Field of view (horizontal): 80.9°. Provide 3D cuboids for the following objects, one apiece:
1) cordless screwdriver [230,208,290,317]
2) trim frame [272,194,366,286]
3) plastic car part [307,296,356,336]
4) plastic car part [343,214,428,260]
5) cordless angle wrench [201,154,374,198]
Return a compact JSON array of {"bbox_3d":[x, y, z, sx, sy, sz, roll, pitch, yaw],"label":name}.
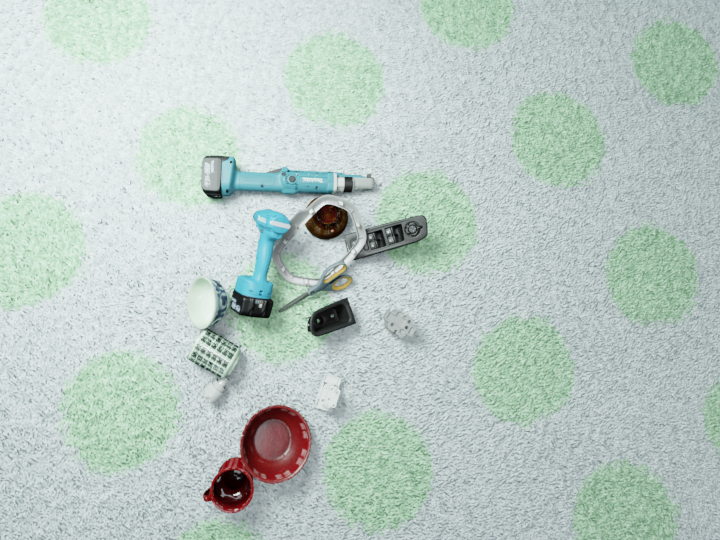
[{"bbox_3d":[-0.241,-0.023,0.993,0.071,0.167,0.248,13,95,-33],"label":"cordless screwdriver"},{"bbox_3d":[-0.099,-0.065,1.010,0.179,0.028,0.249,41,103,-15],"label":"trim frame"},{"bbox_3d":[-0.082,0.116,1.008,0.113,0.072,0.066,-18,87,-25],"label":"plastic car part"},{"bbox_3d":[0.067,-0.079,1.036,0.207,0.064,0.067,-16,80,17],"label":"plastic car part"},{"bbox_3d":[-0.172,-0.221,1.046,0.418,0.075,0.098,1,84,-7],"label":"cordless angle wrench"}]
